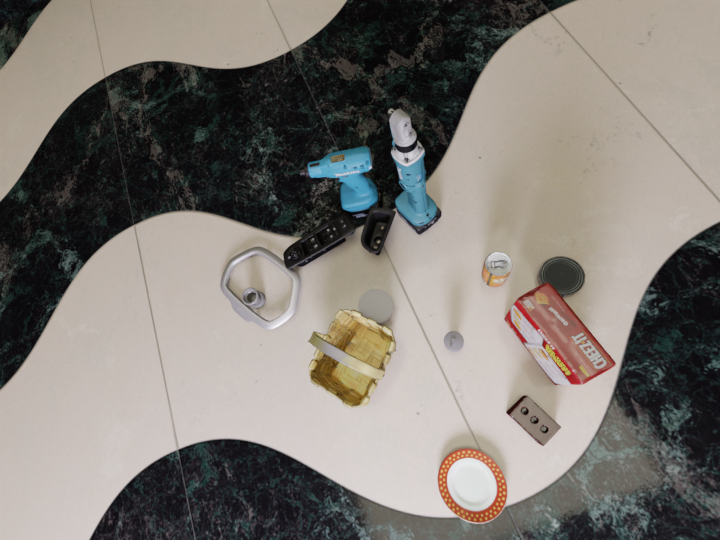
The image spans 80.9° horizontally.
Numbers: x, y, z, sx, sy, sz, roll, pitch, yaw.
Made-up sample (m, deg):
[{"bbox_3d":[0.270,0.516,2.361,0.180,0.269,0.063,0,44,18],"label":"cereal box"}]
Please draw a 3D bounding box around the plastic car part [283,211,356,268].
[{"bbox_3d":[-0.105,-0.069,1.073,0.204,0.064,0.069,-29,68,5],"label":"plastic car part"}]

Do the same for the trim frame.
[{"bbox_3d":[-0.263,0.043,1.104,0.259,0.026,0.184,34,84,23],"label":"trim frame"}]

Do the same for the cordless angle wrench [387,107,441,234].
[{"bbox_3d":[0.105,-0.191,0.865,0.074,0.406,0.102,-40,70,-1],"label":"cordless angle wrench"}]

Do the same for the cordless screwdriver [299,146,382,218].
[{"bbox_3d":[-0.036,-0.201,1.002,0.162,0.239,0.076,-7,72,11],"label":"cordless screwdriver"}]

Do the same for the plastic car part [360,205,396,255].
[{"bbox_3d":[0.042,-0.089,1.034,0.068,0.068,0.117,14,77,18],"label":"plastic car part"}]
